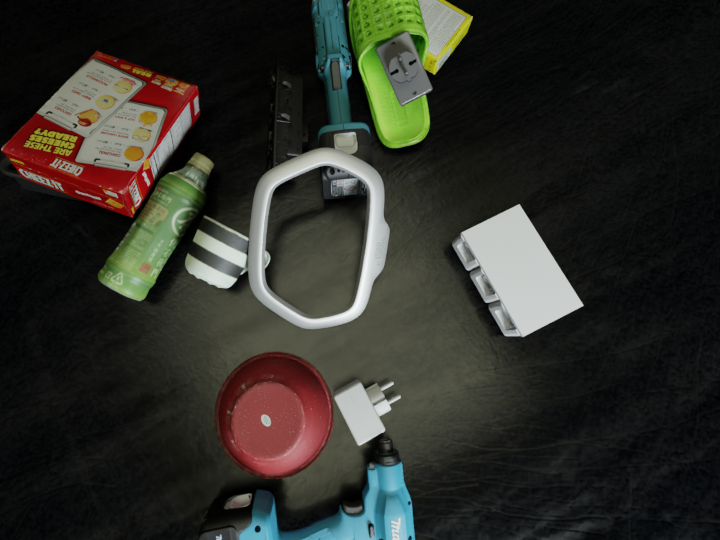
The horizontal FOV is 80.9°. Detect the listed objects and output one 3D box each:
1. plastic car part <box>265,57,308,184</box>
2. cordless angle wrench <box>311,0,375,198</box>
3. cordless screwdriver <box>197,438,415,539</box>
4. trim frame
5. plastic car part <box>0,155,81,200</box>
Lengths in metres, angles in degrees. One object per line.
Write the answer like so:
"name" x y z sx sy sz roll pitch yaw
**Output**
"plastic car part" -0.112 -0.225 0.637 0.066 0.066 0.206 -2 77 -11
"cordless angle wrench" -0.041 -0.318 0.648 0.074 0.096 0.432 -6 73 -3
"cordless screwdriver" -0.062 0.294 0.505 0.248 0.074 0.160 -4 85 -3
"trim frame" -0.055 -0.036 0.558 0.184 0.028 0.245 6 104 -2
"plastic car part" -0.450 -0.136 0.623 0.115 0.070 0.067 8 61 -10
